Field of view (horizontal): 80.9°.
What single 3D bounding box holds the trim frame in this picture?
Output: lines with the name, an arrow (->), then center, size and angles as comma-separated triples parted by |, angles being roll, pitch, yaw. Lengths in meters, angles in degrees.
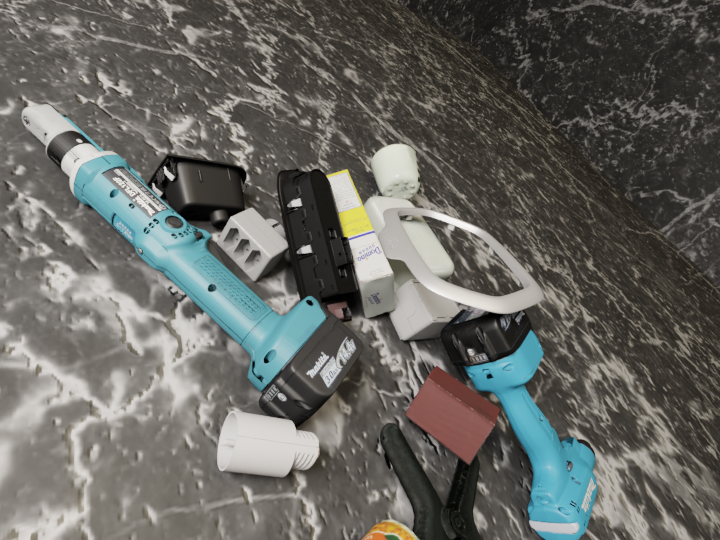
trim frame -> 0.115, -0.023, 0.533 | 0.180, 0.027, 0.258 | 7, 31, -15

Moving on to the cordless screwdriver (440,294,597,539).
cordless screwdriver -> 0.202, 0.154, 0.502 | 0.153, 0.076, 0.252 | -17, 80, -49

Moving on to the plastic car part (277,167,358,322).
plastic car part -> -0.047, -0.031, 0.479 | 0.063, 0.069, 0.207 | -4, 72, -49

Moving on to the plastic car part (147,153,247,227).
plastic car part -> -0.179, -0.086, 0.499 | 0.111, 0.067, 0.073 | 1, 67, -44

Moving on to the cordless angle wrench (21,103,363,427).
cordless angle wrench -> -0.188, -0.029, 0.418 | 0.429, 0.074, 0.096 | 41, 37, 7
